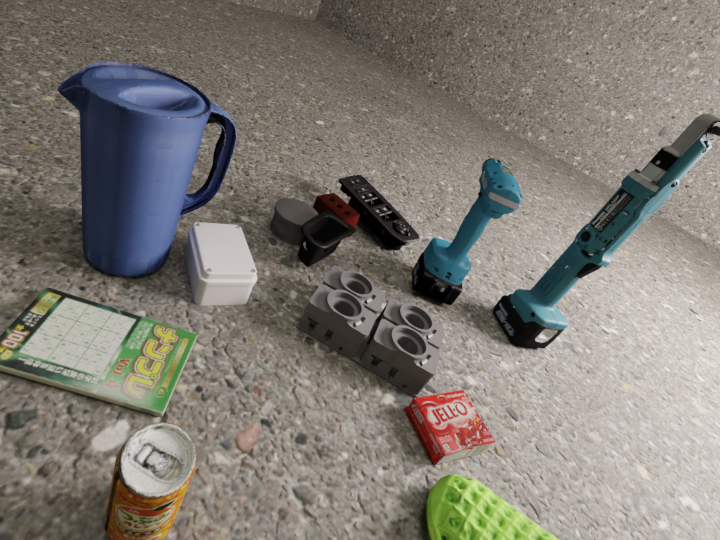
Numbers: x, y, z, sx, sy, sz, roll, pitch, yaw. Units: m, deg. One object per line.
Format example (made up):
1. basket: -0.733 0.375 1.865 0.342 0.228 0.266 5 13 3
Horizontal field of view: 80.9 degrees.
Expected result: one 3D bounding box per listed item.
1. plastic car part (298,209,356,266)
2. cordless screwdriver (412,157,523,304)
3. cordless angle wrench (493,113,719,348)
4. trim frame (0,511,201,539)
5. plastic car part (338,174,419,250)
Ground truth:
1. plastic car part: -0.069 -0.045 0.701 0.068 0.070 0.114 34 35 11
2. cordless screwdriver: 0.179 -0.072 0.731 0.074 0.247 0.161 24 34 -7
3. cordless angle wrench: 0.369 -0.045 0.657 0.072 0.420 0.102 12 37 -23
4. trim frame: -0.159 0.261 0.269 0.246 0.027 0.187 21 34 -6
5. plastic car part: 0.030 -0.112 0.855 0.064 0.066 0.213 -14 49 -44
